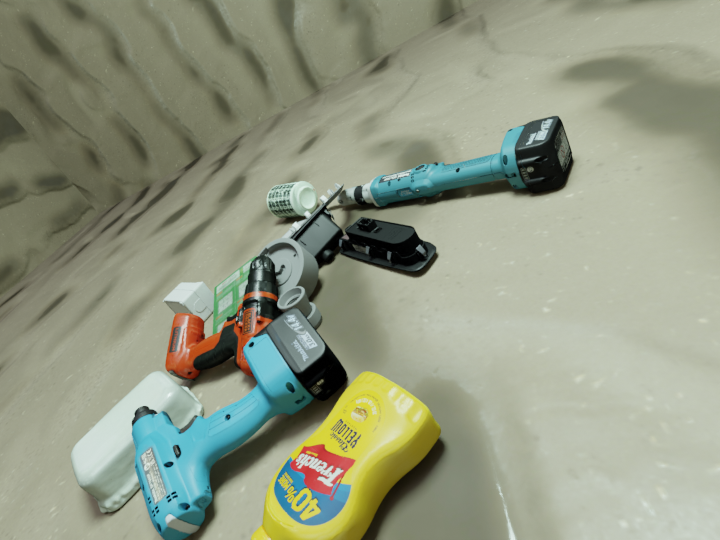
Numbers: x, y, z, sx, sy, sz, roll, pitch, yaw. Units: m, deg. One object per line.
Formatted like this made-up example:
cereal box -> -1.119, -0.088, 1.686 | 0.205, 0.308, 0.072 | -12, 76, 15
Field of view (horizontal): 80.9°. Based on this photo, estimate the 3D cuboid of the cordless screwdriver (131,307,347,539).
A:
cordless screwdriver -> -0.148, 0.147, 0.485 | 0.247, 0.070, 0.169 | -42, 47, -12

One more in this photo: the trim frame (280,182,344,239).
trim frame -> -0.118, -0.092, 0.834 | 0.247, 0.027, 0.187 | -50, 11, -19

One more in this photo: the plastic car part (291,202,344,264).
plastic car part -> -0.073, -0.048, 0.746 | 0.074, 0.063, 0.116 | 35, 78, 24

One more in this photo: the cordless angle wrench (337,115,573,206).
cordless angle wrench -> 0.116, -0.156, 0.727 | 0.443, 0.071, 0.097 | -3, 39, 44

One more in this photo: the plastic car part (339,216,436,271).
plastic car part -> 0.033, -0.049, 0.655 | 0.065, 0.064, 0.214 | -35, 31, -21
